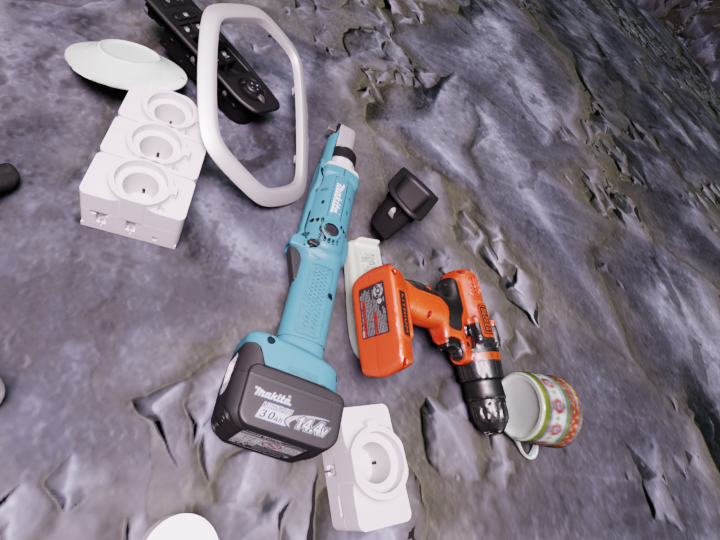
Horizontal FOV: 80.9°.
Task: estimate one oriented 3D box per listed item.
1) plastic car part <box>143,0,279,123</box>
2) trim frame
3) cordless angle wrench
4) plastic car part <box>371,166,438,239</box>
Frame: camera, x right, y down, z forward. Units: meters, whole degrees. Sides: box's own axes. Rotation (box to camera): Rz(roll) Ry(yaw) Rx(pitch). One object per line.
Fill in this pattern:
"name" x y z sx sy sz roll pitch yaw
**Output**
"plastic car part" -0.192 -0.262 0.534 0.202 0.068 0.066 44 37 -2
"trim frame" -0.116 -0.196 0.500 0.175 0.028 0.251 8 73 -53
"cordless angle wrench" -0.045 -0.030 0.464 0.095 0.075 0.432 22 50 -16
"plastic car part" 0.046 -0.077 0.538 0.066 0.071 0.115 42 34 -1
